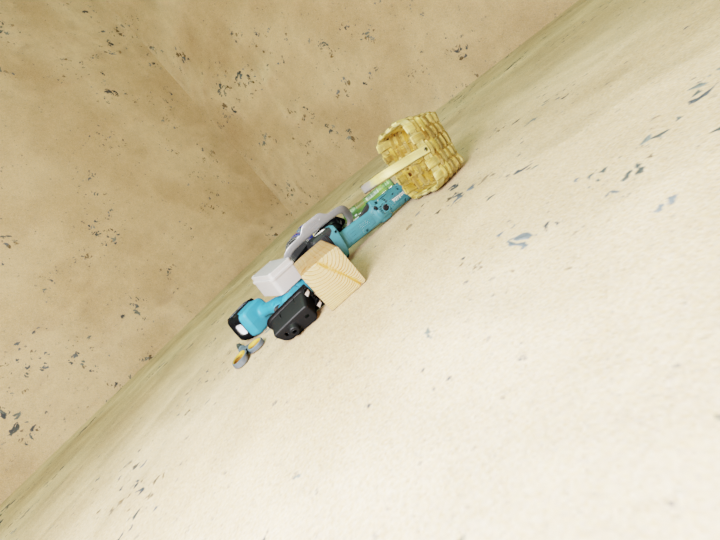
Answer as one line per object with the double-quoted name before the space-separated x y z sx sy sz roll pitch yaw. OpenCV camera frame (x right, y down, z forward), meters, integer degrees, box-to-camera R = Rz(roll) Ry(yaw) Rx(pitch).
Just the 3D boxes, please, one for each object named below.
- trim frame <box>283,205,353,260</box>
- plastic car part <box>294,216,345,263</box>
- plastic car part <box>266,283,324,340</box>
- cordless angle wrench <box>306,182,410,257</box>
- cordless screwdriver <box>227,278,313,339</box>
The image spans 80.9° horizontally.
"trim frame" -0.109 -0.071 1.116 0.246 0.029 0.176 -40 -31 -18
"plastic car part" -0.113 -0.068 1.213 0.203 0.063 0.070 -53 35 11
"plastic car part" -0.128 0.096 0.831 0.117 0.063 0.074 -43 25 4
"cordless angle wrench" 0.052 -0.159 1.084 0.419 0.096 0.076 -40 10 -14
"cordless screwdriver" -0.229 0.106 1.031 0.255 0.072 0.159 -27 19 35
